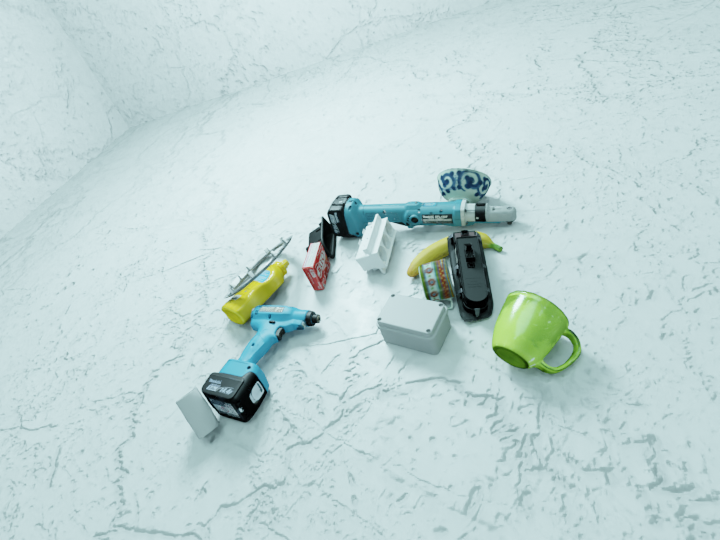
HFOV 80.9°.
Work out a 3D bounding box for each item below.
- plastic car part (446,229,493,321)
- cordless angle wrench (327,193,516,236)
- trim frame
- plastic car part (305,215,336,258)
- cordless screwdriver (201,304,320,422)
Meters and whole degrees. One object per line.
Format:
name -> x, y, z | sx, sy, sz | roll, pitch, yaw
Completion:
plastic car part -> 0.208, -0.003, 0.792 | 0.067, 0.064, 0.208 | -1, 56, 5
cordless angle wrench -> 0.130, -0.130, 0.984 | 0.440, 0.094, 0.074 | 3, 41, 27
trim frame -> -0.250, -0.014, 1.033 | 0.187, 0.027, 0.250 | -34, 18, 27
plastic car part -> -0.104, -0.068, 1.068 | 0.072, 0.063, 0.120 | -25, 38, 24
cordless screwdriver -> -0.185, 0.165, 0.825 | 0.165, 0.071, 0.250 | -3, 39, 25
